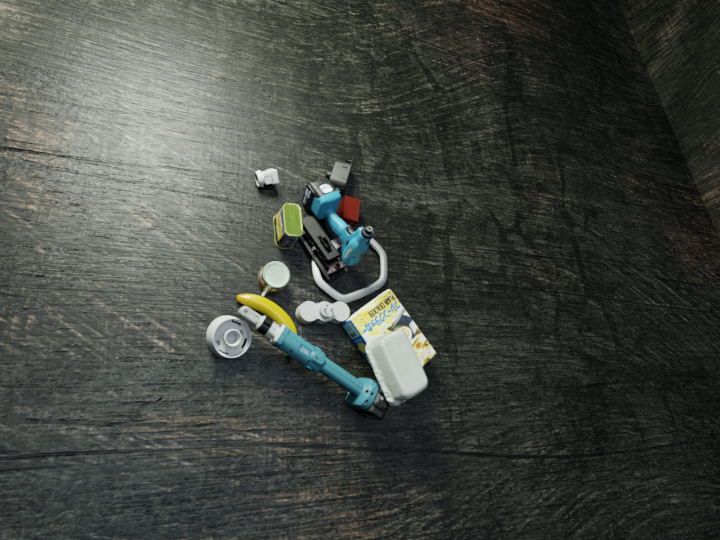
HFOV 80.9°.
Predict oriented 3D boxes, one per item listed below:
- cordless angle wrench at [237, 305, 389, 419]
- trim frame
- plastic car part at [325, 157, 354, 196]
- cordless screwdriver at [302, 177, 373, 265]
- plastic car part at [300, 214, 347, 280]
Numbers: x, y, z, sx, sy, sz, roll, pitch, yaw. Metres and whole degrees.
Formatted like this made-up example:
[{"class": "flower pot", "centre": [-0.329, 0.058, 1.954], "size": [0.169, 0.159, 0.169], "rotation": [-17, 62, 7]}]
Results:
[{"class": "cordless angle wrench", "centre": [-0.113, 0.211, 1.007], "size": [0.416, 0.099, 0.074], "rotation": [37, 62, -9]}, {"class": "trim frame", "centre": [-0.026, -0.012, 1.197], "size": [0.242, 0.028, 0.187], "rotation": [-23, 80, -27]}, {"class": "plastic car part", "centre": [-0.068, -0.288, 1.283], "size": [0.071, 0.065, 0.118], "rotation": [19, 65, 0]}, {"class": "cordless screwdriver", "centre": [-0.058, -0.147, 1.147], "size": [0.072, 0.158, 0.257], "rotation": [-22, 69, -31]}, {"class": "plastic car part", "centre": [-0.112, -0.073, 1.149], "size": [0.065, 0.066, 0.211], "rotation": [-28, 66, -21]}]
